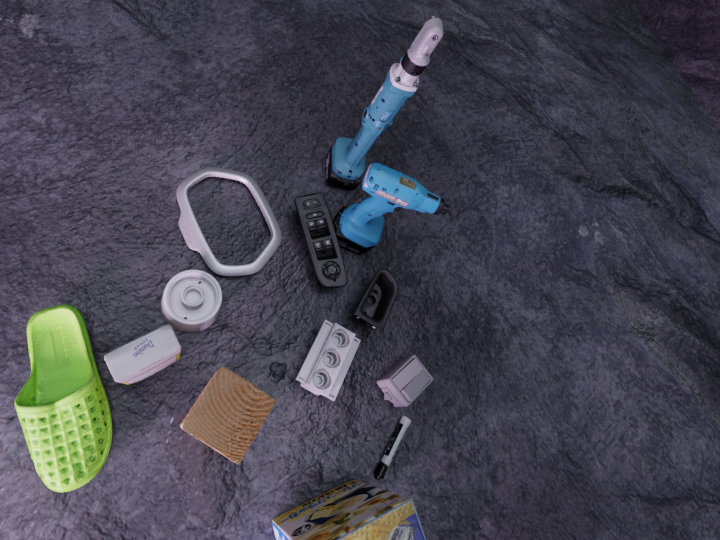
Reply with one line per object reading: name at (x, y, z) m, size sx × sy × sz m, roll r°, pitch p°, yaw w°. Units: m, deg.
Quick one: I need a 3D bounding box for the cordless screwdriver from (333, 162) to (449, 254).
cordless screwdriver at (0.044, -0.106, 0.827) m, size 0.156 × 0.251 × 0.075 m, roll 24°, pitch 64°, yaw -13°

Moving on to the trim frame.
trim frame at (-0.265, -0.103, 0.847) m, size 0.179 × 0.028 × 0.253 m, roll -24°, pitch 77°, yaw -26°

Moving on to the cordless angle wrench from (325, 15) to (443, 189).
cordless angle wrench at (0.033, -0.292, 0.802) m, size 0.072 × 0.427 × 0.100 m, roll 9°, pitch 69°, yaw -20°

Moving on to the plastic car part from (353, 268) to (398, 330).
plastic car part at (0.027, 0.061, 0.853) m, size 0.065 × 0.071 × 0.117 m, roll 31°, pitch 62°, yaw -8°

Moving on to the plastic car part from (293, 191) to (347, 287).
plastic car part at (-0.085, -0.055, 0.866) m, size 0.064 × 0.067 × 0.208 m, roll -12°, pitch 73°, yaw -25°
